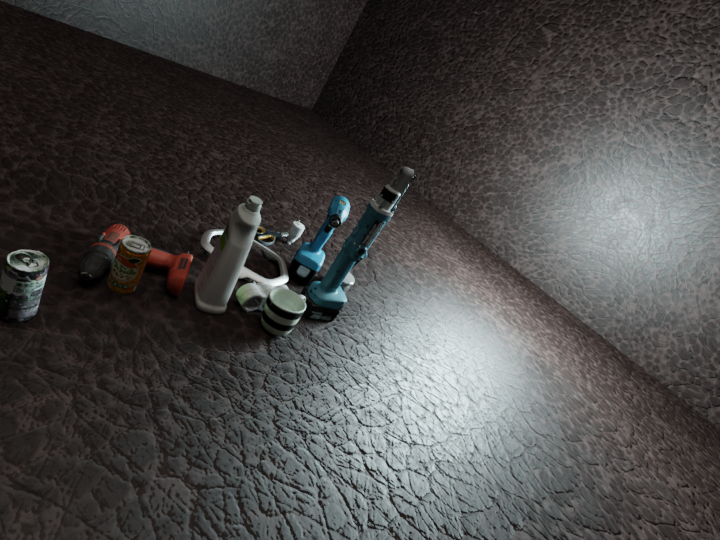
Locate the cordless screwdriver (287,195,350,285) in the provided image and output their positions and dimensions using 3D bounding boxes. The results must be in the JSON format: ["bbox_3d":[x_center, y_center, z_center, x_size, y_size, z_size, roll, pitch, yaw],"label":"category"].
[{"bbox_3d":[-0.108,-0.070,1.100,0.073,0.248,0.162,29,24,-10],"label":"cordless screwdriver"}]

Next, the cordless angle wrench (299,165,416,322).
[{"bbox_3d":[-0.007,-0.057,0.978,0.093,0.422,0.078,16,29,-34],"label":"cordless angle wrench"}]

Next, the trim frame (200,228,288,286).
[{"bbox_3d":[-0.295,-0.036,1.088,0.249,0.027,0.184,31,24,0],"label":"trim frame"}]
